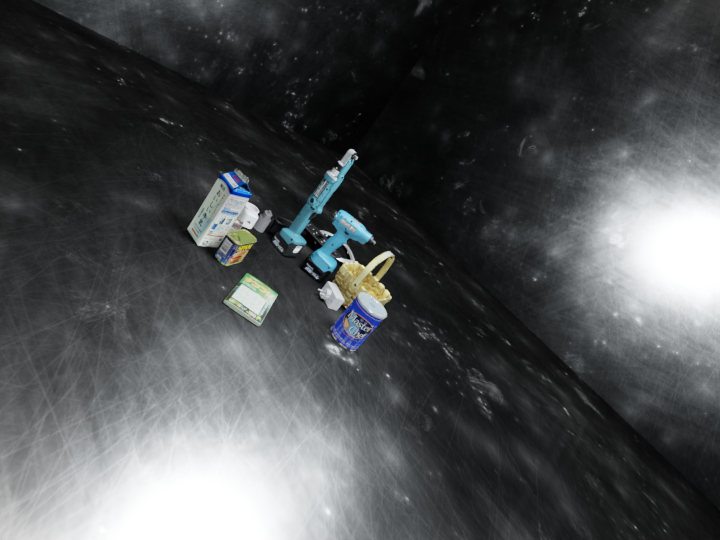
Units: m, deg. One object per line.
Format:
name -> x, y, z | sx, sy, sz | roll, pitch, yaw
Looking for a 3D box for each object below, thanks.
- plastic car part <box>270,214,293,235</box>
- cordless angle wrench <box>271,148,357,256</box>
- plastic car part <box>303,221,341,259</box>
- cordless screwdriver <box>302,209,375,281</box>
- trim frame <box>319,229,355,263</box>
plastic car part -> -0.286, -0.151, 1.541 | 0.110, 0.071, 0.069 | 19, 27, -42
cordless angle wrench -> -0.148, -0.229, 1.422 | 0.102, 0.424, 0.071 | 49, 22, 25
plastic car part -> -0.162, -0.106, 1.653 | 0.209, 0.067, 0.064 | 43, 20, 16
cordless screwdriver -> -0.075, -0.065, 1.434 | 0.161, 0.249, 0.073 | 40, 20, 3
trim frame -> -0.105, -0.098, 1.789 | 0.177, 0.027, 0.258 | 28, 21, -24
